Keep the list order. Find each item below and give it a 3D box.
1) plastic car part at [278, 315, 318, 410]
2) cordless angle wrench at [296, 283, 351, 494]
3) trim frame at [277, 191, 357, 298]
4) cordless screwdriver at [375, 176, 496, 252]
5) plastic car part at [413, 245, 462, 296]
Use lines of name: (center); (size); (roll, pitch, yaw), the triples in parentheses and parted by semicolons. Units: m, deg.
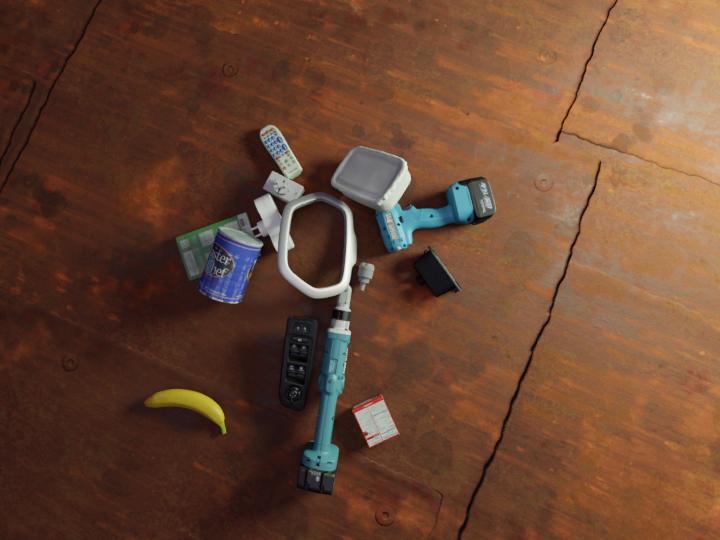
plastic car part: (-0.139, 0.199, 0.923); (0.066, 0.067, 0.203); (7, 89, -6)
cordless angle wrench: (-0.062, 0.238, 0.907); (0.075, 0.096, 0.426); (8, 81, 4)
trim frame: (-0.092, -0.060, 0.938); (0.180, 0.028, 0.253); (7, 69, -14)
cordless screwdriver: (0.156, -0.148, 0.941); (0.250, 0.073, 0.161); (-17, 82, 5)
plastic car part: (0.161, 0.012, 0.933); (0.071, 0.064, 0.119); (-40, 81, 12)
